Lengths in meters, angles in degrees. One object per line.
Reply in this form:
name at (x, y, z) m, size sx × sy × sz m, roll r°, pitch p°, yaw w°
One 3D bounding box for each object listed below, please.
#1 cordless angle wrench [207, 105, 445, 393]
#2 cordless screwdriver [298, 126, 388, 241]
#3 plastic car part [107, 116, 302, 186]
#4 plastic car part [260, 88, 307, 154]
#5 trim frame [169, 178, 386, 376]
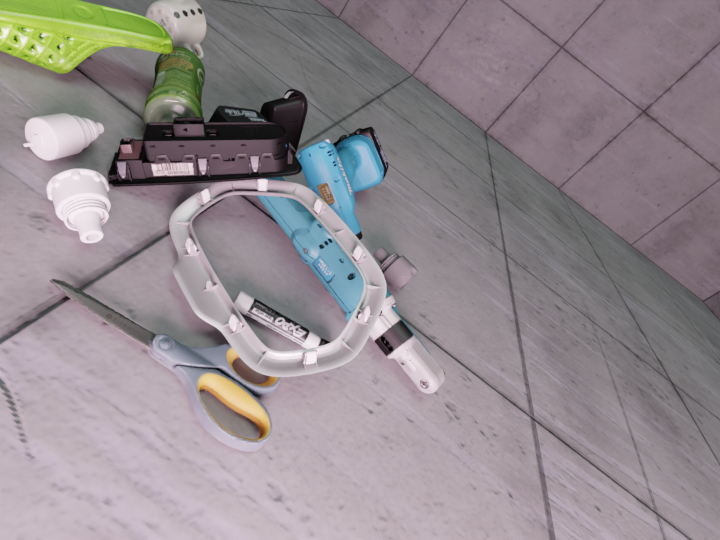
cordless angle wrench at (-0.051, -0.033, 0.517) m, size 0.436 × 0.075 × 0.094 m, roll 51°, pitch 33°, yaw 16°
cordless screwdriver at (-0.012, -0.140, 0.675) m, size 0.155 × 0.076 × 0.248 m, roll 66°, pitch 23°, yaw -16°
plastic car part at (-0.165, -0.133, 0.460) m, size 0.199 × 0.065 × 0.069 m, roll -1°, pitch 38°, yaw -13°
plastic car part at (-0.132, -0.224, 0.654) m, size 0.069 × 0.115 × 0.068 m, roll -26°, pitch 69°, yaw -32°
trim frame at (-0.085, -0.012, 0.415) m, size 0.180 × 0.027 × 0.259 m, roll -25°, pitch 61°, yaw -25°
